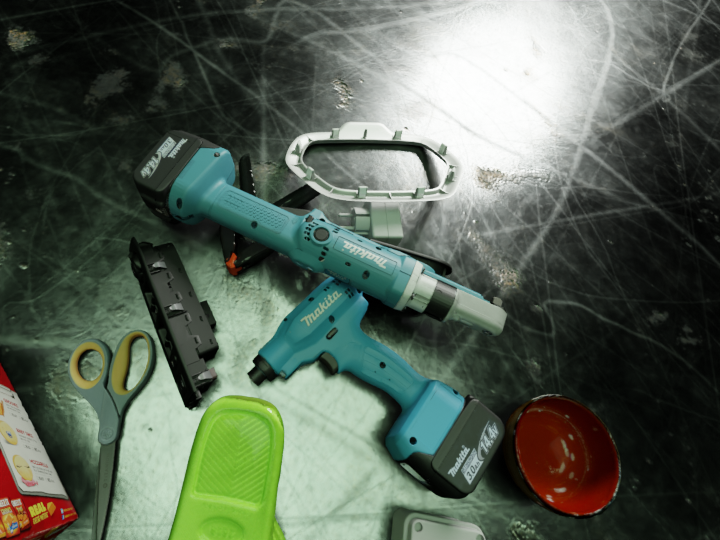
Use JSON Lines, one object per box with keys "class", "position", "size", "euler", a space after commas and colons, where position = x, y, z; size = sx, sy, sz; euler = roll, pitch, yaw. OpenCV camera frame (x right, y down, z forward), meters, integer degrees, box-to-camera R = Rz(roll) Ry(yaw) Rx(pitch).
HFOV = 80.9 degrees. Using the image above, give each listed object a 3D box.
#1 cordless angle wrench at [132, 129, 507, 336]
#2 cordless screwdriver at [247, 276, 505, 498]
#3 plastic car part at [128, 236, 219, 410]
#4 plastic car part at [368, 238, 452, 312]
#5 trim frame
{"class": "cordless angle wrench", "position": [-0.046, -0.030, 0.469], "size": [0.430, 0.073, 0.098], "euler": [25, 65, 8]}
{"class": "cordless screwdriver", "position": [0.009, 0.132, 0.453], "size": [0.256, 0.073, 0.157], "euler": [42, 68, 15]}
{"class": "plastic car part", "position": [-0.205, 0.043, 0.471], "size": [0.065, 0.066, 0.209], "euler": [-25, 71, -29]}
{"class": "plastic car part", "position": [0.052, 0.013, 0.519], "size": [0.116, 0.066, 0.071], "euler": [19, 76, -2]}
{"class": "trim frame", "position": [0.022, -0.152, 0.579], "size": [0.245, 0.027, 0.192], "euler": [-3, 44, -8]}
